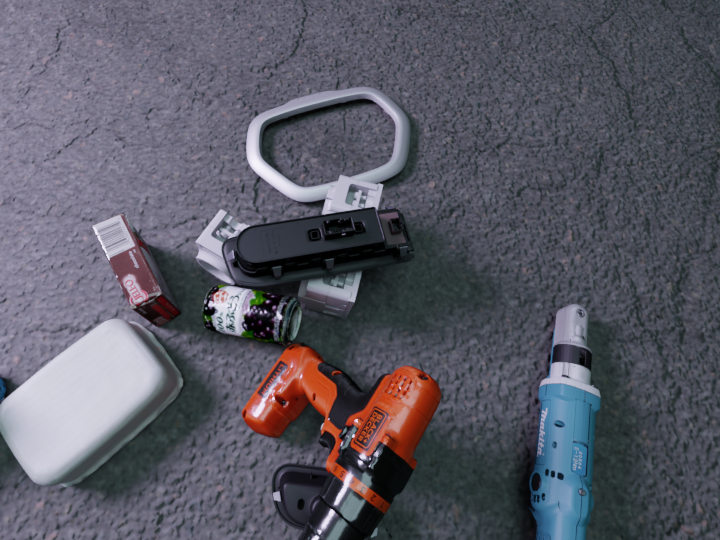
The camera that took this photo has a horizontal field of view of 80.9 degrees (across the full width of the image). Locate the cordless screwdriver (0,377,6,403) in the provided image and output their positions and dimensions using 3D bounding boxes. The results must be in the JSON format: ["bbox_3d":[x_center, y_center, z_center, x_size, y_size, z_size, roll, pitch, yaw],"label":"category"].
[{"bbox_3d":[-0.444,0.199,0.365,0.075,0.157,0.250,23,71,1],"label":"cordless screwdriver"}]

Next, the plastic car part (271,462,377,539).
[{"bbox_3d":[-0.033,0.234,0.421,0.116,0.070,0.067,11,68,-4],"label":"plastic car part"}]

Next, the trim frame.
[{"bbox_3d":[-0.043,-0.191,0.616,0.246,0.027,0.189,-20,72,-9],"label":"trim frame"}]

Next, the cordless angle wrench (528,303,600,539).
[{"bbox_3d":[0.202,0.227,0.430,0.074,0.097,0.427,20,65,-3],"label":"cordless angle wrench"}]

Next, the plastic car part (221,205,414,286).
[{"bbox_3d":[-0.043,-0.028,0.437,0.201,0.066,0.067,-11,78,-5],"label":"plastic car part"}]
